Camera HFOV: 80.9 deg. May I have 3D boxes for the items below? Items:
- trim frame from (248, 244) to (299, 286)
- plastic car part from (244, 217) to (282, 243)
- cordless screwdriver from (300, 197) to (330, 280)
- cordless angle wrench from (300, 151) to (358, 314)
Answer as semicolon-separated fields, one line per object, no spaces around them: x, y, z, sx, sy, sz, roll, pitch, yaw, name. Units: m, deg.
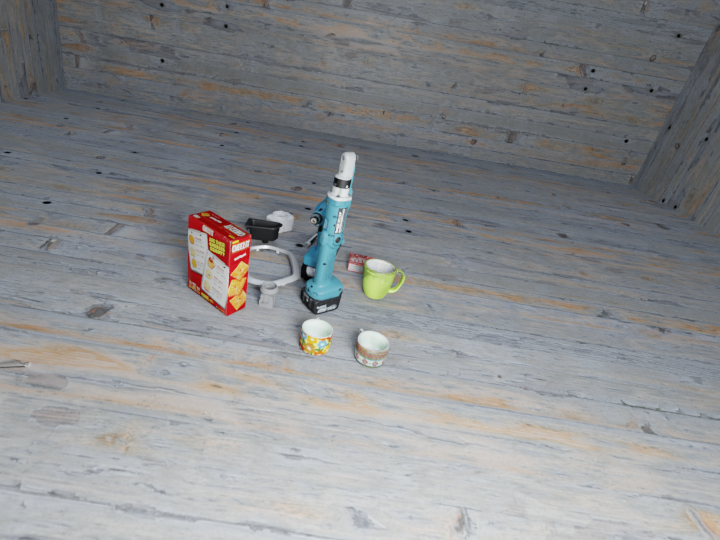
-0.275;-0.017;1.253;0.180;0.027;0.259;1;30;-16;trim frame
-0.318;-0.125;1.386;0.116;0.069;0.067;10;28;-1;plastic car part
-0.116;-0.076;1.184;0.076;0.244;0.158;19;29;10;cordless screwdriver
-0.069;-0.086;1.041;0.094;0.415;0.079;-9;35;-36;cordless angle wrench
